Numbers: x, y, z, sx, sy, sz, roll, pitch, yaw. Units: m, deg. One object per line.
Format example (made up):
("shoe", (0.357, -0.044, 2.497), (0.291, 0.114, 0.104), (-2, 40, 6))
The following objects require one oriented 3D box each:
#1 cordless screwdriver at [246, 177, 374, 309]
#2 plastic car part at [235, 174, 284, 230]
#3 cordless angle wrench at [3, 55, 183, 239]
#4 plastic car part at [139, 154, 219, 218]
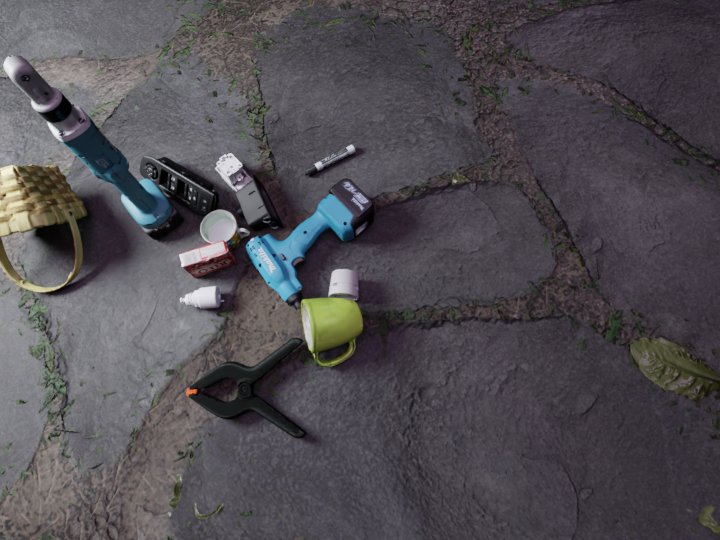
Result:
("cordless screwdriver", (-0.079, -0.052, 0.807), (0.247, 0.072, 0.164), (-36, 73, -6))
("plastic car part", (-0.214, -0.127, 0.853), (0.071, 0.063, 0.121), (-33, 68, 4))
("cordless angle wrench", (-0.409, -0.174, 0.685), (0.074, 0.414, 0.101), (-39, 77, -13))
("plastic car part", (-0.369, -0.185, 0.876), (0.207, 0.065, 0.067), (28, 44, 10))
